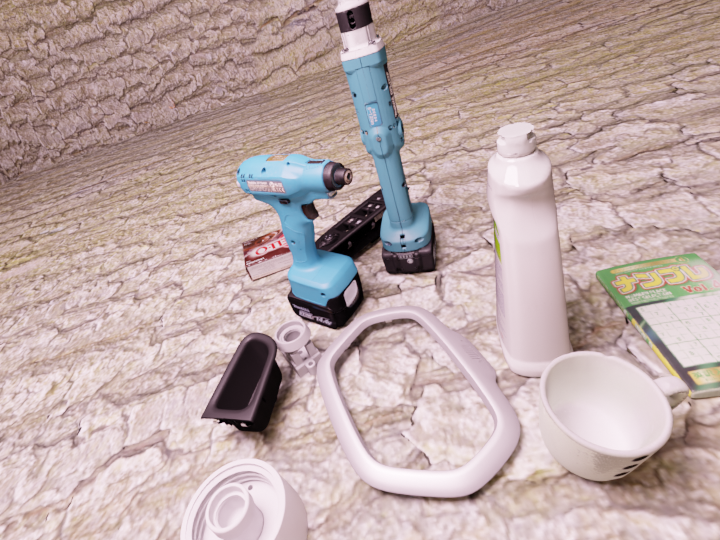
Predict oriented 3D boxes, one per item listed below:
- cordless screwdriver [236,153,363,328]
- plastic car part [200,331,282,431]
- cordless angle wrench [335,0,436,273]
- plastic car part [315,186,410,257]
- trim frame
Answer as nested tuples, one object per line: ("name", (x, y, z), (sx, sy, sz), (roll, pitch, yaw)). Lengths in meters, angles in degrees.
("cordless screwdriver", (-0.054, -0.035, 0.548), (0.167, 0.238, 0.073), (9, 42, 36))
("plastic car part", (-0.122, 0.139, 0.497), (0.068, 0.068, 0.118), (-6, 37, 20))
("cordless angle wrench", (0.029, -0.181, 0.556), (0.076, 0.405, 0.099), (-6, 34, 18))
("plastic car part", (0.001, -0.074, 0.725), (0.200, 0.064, 0.070), (-37, 37, -22))
("trim frame", (0.051, 0.125, 0.463), (0.183, 0.026, 0.261), (-26, 35, -7))
